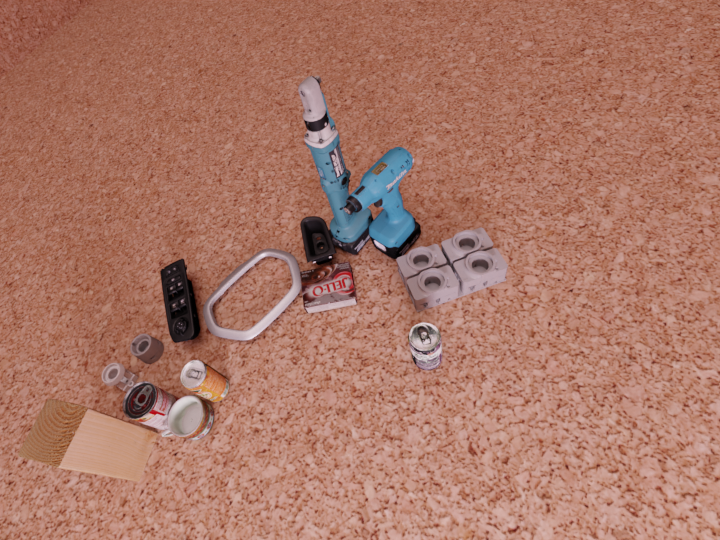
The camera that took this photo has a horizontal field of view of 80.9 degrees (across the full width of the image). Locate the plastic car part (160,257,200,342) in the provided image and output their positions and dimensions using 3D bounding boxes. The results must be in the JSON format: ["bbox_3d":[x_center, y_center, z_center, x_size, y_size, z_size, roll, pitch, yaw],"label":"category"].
[{"bbox_3d":[-0.403,0.076,0.952,0.066,0.064,0.212,-23,55,-1],"label":"plastic car part"}]

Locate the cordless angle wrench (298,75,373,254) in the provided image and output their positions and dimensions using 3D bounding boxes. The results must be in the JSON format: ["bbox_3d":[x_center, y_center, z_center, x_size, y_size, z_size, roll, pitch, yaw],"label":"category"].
[{"bbox_3d":[-0.050,-0.181,0.811,0.078,0.404,0.097,31,69,27],"label":"cordless angle wrench"}]

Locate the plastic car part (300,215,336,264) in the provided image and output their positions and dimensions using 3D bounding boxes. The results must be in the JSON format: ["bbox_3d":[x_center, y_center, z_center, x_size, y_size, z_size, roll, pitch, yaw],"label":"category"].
[{"bbox_3d":[-0.093,-0.061,0.951,0.066,0.068,0.121,-18,56,2],"label":"plastic car part"}]

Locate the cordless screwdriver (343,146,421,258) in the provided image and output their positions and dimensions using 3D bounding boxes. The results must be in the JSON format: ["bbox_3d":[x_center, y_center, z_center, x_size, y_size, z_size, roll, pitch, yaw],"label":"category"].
[{"bbox_3d":[0.045,-0.110,0.840,0.078,0.238,0.158,36,72,28],"label":"cordless screwdriver"}]

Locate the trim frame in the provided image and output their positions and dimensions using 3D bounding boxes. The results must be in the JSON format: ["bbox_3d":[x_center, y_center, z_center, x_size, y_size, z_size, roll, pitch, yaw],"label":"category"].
[{"bbox_3d":[-0.240,0.049,0.947,0.194,0.026,0.247,33,72,30],"label":"trim frame"}]
